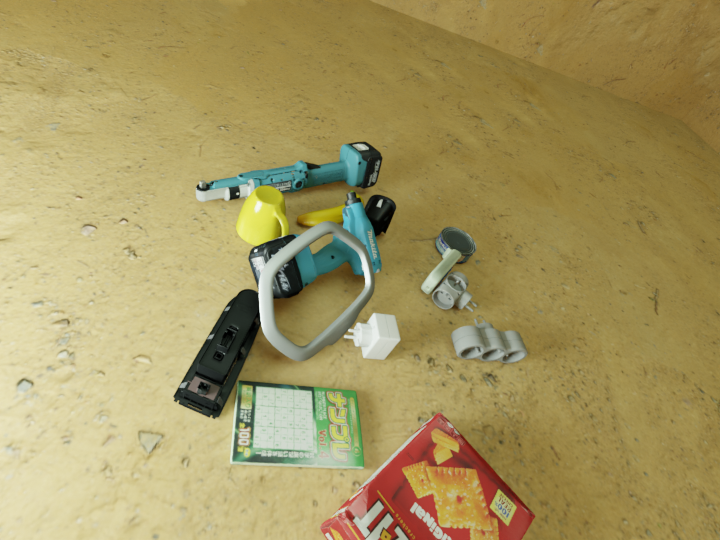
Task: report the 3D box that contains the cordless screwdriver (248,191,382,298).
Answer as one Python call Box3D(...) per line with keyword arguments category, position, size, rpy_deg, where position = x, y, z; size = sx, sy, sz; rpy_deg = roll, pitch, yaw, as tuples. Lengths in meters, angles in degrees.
Box3D(category="cordless screwdriver", position=(-0.073, -0.048, 0.745), size=(0.240, 0.077, 0.159), rpy_deg=(-17, 93, -37))

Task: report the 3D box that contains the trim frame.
Box3D(category="trim frame", position=(-0.063, 0.029, 0.678), size=(0.245, 0.029, 0.180), rpy_deg=(-42, 109, -38))

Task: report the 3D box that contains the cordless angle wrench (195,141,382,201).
Box3D(category="cordless angle wrench", position=(-0.143, -0.199, 0.903), size=(0.409, 0.096, 0.078), rpy_deg=(-18, 48, -30))

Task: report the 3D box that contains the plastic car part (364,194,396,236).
Box3D(category="plastic car part", position=(0.023, -0.099, 0.865), size=(0.067, 0.115, 0.071), rpy_deg=(34, 67, 5))

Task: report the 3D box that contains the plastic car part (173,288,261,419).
Box3D(category="plastic car part", position=(-0.191, 0.099, 0.610), size=(0.066, 0.066, 0.205), rpy_deg=(17, 41, 0))
